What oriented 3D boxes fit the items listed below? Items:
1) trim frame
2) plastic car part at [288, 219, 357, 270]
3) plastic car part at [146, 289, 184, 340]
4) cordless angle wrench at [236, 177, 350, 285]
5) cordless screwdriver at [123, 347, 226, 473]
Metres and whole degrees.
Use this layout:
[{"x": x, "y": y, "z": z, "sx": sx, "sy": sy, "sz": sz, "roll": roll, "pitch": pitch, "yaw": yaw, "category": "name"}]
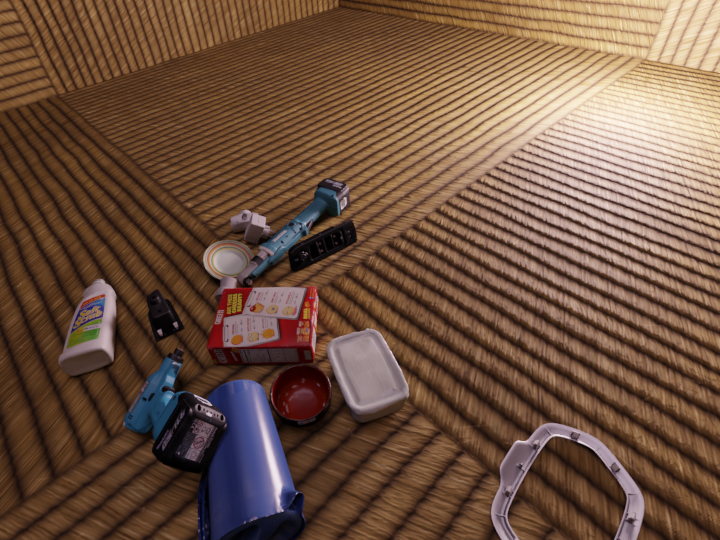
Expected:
[{"x": 0.310, "y": 0.345, "z": 0.640, "sx": 0.194, "sy": 0.026, "sz": 0.245, "roll": 30, "pitch": 56, "yaw": 33, "category": "trim frame"}, {"x": -0.108, "y": -0.070, "z": 1.100, "sx": 0.199, "sy": 0.064, "sz": 0.071, "roll": -32, "pitch": 40, "yaw": -24, "category": "plastic car part"}, {"x": -0.461, "y": 0.090, "z": 0.968, "sx": 0.064, "sy": 0.068, "sz": 0.123, "roll": -25, "pitch": 50, "yaw": -23, "category": "plastic car part"}, {"x": -0.180, "y": -0.105, "z": 1.142, "sx": 0.103, "sy": 0.071, "sz": 0.419, "roll": 22, "pitch": 53, "yaw": 26, "category": "cordless angle wrench"}, {"x": -0.313, "y": 0.225, "z": 0.721, "sx": 0.261, "sy": 0.070, "sz": 0.160, "roll": 1, "pitch": 59, "yaw": 48, "category": "cordless screwdriver"}]
